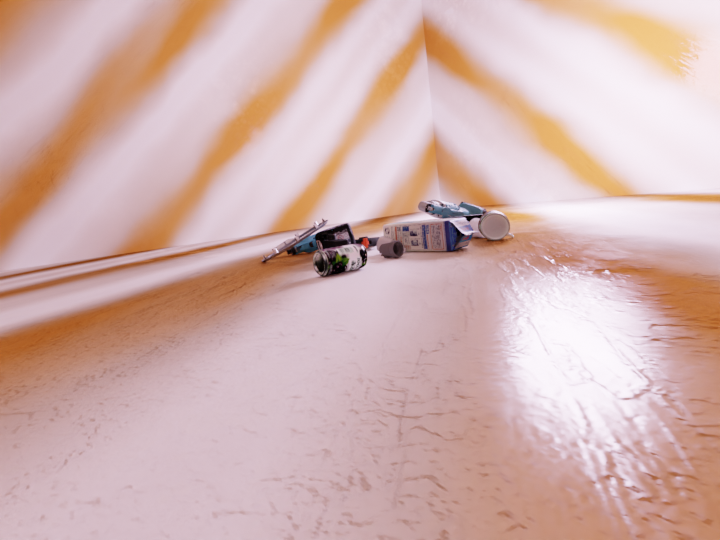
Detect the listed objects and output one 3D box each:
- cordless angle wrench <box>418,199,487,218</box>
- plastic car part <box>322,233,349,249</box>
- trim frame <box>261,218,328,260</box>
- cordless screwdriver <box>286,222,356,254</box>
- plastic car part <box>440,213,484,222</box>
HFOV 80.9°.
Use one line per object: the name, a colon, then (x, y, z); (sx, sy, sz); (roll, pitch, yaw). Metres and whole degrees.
cordless angle wrench: (0.279, -0.183, 1.314); (0.103, 0.074, 0.404); (26, 16, 31)
plastic car part: (-0.064, -0.055, 1.054); (0.064, 0.070, 0.122); (-9, 11, -29)
trim frame: (-0.196, -0.095, 1.271); (0.244, 0.027, 0.190); (-40, 13, -31)
cordless screwdriver: (-0.122, -0.080, 1.249); (0.156, 0.073, 0.256); (-21, 9, -19)
plastic car part: (0.327, -0.125, 1.249); (0.202, 0.068, 0.066); (-9, -17, -5)
